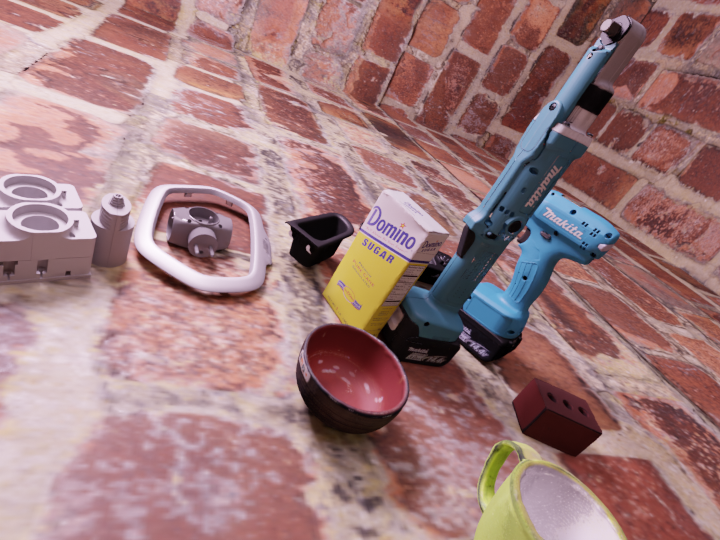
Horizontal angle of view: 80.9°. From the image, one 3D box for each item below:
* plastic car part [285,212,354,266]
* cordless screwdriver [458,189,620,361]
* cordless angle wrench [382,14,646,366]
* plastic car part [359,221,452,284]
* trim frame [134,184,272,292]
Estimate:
[{"bbox_3d":[-0.062,-0.041,0.635,0.069,0.070,0.112,39,30,20],"label":"plastic car part"},{"bbox_3d":[0.211,-0.002,0.606,0.071,0.247,0.167,-5,42,-47],"label":"cordless screwdriver"},{"bbox_3d":[0.158,-0.062,0.479,0.094,0.421,0.078,15,31,-25],"label":"cordless angle wrench"},{"bbox_3d":[0.081,-0.016,0.715,0.195,0.066,0.069,13,31,-24],"label":"plastic car part"},{"bbox_3d":[-0.207,-0.052,0.581,0.177,0.027,0.260,13,31,-23],"label":"trim frame"}]
